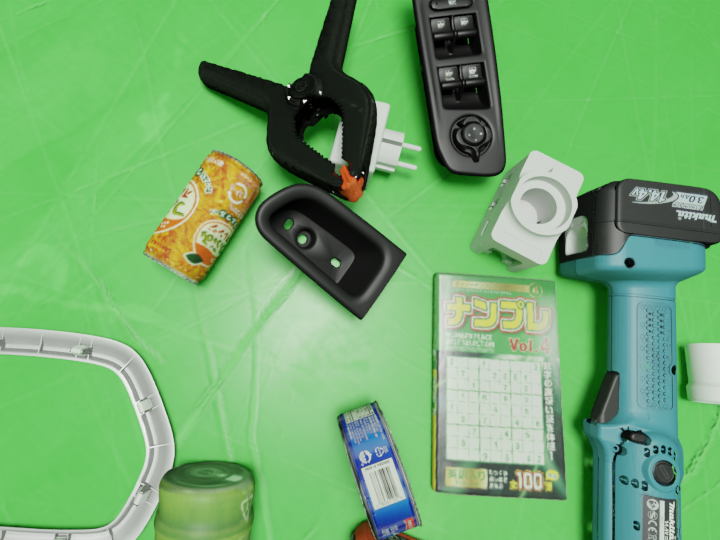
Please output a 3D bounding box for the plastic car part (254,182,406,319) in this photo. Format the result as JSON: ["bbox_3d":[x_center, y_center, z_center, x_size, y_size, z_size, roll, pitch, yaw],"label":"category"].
[{"bbox_3d":[-0.034,-0.022,0.351,0.114,0.072,0.066,38,78,-12],"label":"plastic car part"}]

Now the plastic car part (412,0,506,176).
[{"bbox_3d":[0.082,-0.178,0.387,0.065,0.067,0.205,-7,83,-13],"label":"plastic car part"}]

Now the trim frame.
[{"bbox_3d":[-0.273,0.140,0.335,0.248,0.027,0.186,6,79,-2],"label":"trim frame"}]

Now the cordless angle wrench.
[{"bbox_3d":[0.210,0.144,0.325,0.098,0.074,0.426,7,80,-2],"label":"cordless angle wrench"}]
